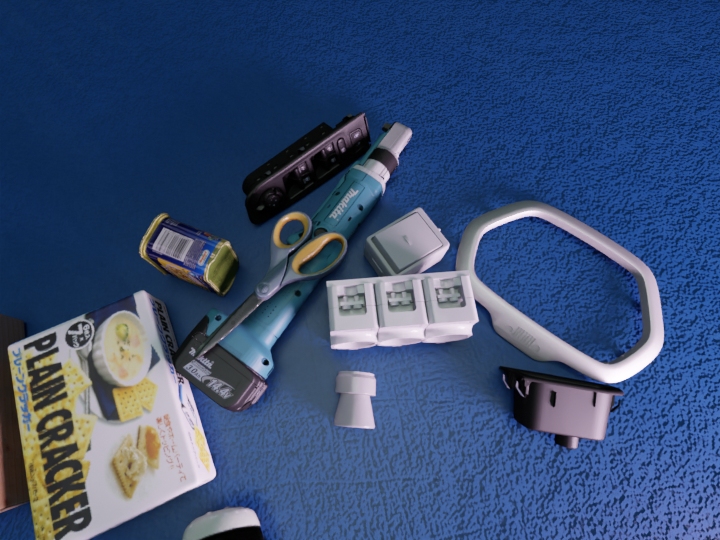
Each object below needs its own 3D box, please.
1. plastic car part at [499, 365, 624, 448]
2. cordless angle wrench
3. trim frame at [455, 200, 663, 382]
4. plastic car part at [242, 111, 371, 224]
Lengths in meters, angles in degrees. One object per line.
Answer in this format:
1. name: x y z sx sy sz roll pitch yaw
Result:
1. plastic car part: 0.212 0.147 0.445 0.117 0.065 0.071 12 86 3
2. cordless angle wrench: -0.051 -0.033 0.521 0.100 0.073 0.422 31 71 11
3. trim frame: 0.235 0.017 0.508 0.255 0.027 0.183 36 74 13
4. plastic car part: -0.081 -0.144 0.568 0.201 0.064 0.070 -42 65 -13
